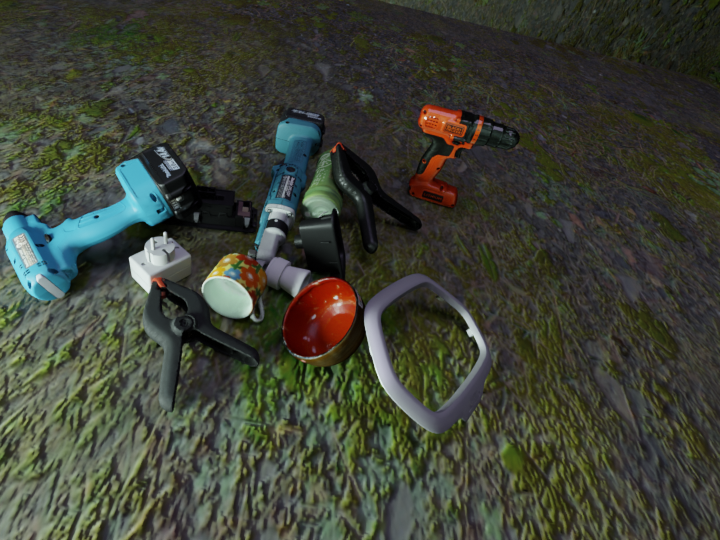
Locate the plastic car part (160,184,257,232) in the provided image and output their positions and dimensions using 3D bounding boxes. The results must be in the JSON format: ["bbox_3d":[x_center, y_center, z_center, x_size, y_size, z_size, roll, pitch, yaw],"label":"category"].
[{"bbox_3d":[-0.267,-0.105,0.679,0.200,0.066,0.068,2,52,-9],"label":"plastic car part"}]

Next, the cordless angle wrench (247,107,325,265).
[{"bbox_3d":[-0.132,-0.164,0.772,0.097,0.073,0.434,10,45,-7],"label":"cordless angle wrench"}]

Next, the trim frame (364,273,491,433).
[{"bbox_3d":[0.092,0.094,0.538,0.188,0.028,0.240,52,35,10],"label":"trim frame"}]

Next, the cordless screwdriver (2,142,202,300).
[{"bbox_3d":[-0.358,-0.086,0.583,0.246,0.072,0.167,-39,62,-19],"label":"cordless screwdriver"}]

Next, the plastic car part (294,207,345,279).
[{"bbox_3d":[-0.062,-0.041,0.636,0.072,0.111,0.068,-7,42,8],"label":"plastic car part"}]
